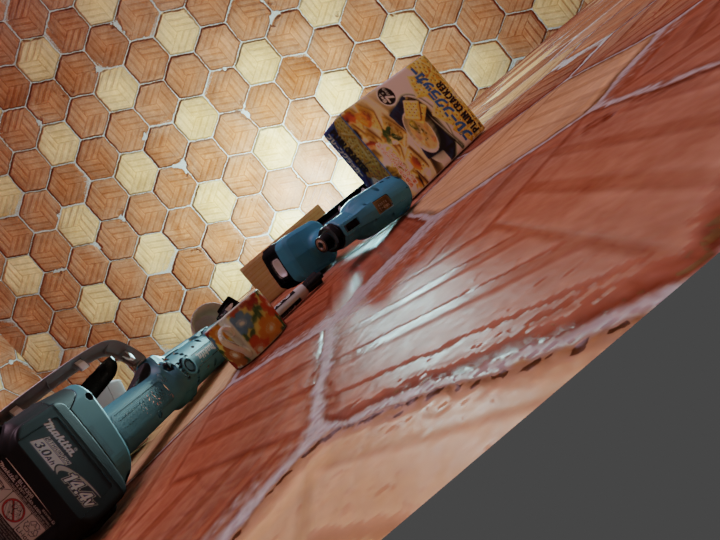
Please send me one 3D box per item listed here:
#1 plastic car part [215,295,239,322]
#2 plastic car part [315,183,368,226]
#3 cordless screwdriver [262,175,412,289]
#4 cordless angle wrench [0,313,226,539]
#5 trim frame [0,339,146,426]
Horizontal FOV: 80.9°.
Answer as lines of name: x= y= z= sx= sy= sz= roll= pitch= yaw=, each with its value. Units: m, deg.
plastic car part: x=-0.246 y=0.103 z=0.778 sx=0.118 sy=0.065 sz=0.071 roll=-36 pitch=22 yaw=53
plastic car part: x=-0.016 y=-0.098 z=0.770 sx=0.205 sy=0.064 sz=0.068 roll=-38 pitch=16 yaw=14
cordless screwdriver: x=-0.057 y=-0.037 z=0.578 sx=0.156 sy=0.074 sz=0.256 roll=-38 pitch=9 yaw=-40
cordless angle wrench: x=-0.213 y=0.122 z=0.476 sx=0.075 sy=0.098 sz=0.422 roll=-40 pitch=5 yaw=7
trim frame: x=-0.351 y=0.193 z=0.509 sx=0.247 sy=0.028 sz=0.180 roll=-53 pitch=-24 yaw=-53
